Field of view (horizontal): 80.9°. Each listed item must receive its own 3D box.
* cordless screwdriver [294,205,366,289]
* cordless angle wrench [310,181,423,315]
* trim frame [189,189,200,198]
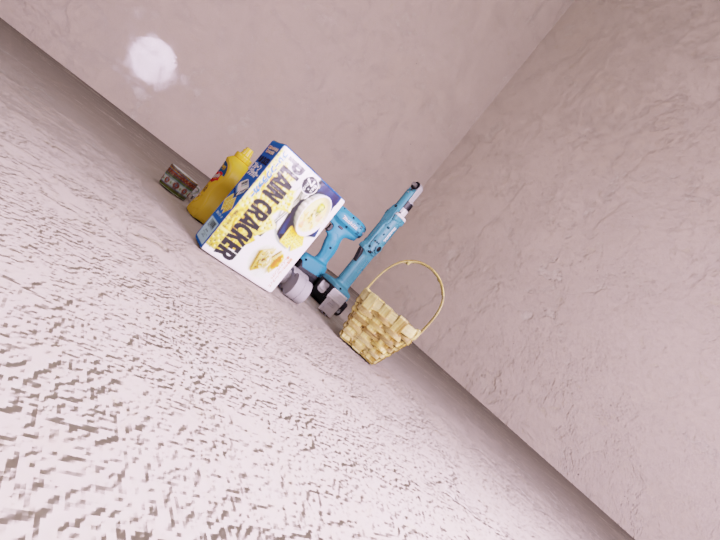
[{"bbox_3d":[-0.116,-0.076,1.184,0.154,0.249,0.077,39,0,-17],"label":"cordless screwdriver"},{"bbox_3d":[0.031,-0.069,1.153,0.079,0.423,0.092,39,0,42],"label":"cordless angle wrench"},{"bbox_3d":[-0.372,-0.142,1.114,0.263,0.027,0.174,39,-1,39],"label":"trim frame"}]
